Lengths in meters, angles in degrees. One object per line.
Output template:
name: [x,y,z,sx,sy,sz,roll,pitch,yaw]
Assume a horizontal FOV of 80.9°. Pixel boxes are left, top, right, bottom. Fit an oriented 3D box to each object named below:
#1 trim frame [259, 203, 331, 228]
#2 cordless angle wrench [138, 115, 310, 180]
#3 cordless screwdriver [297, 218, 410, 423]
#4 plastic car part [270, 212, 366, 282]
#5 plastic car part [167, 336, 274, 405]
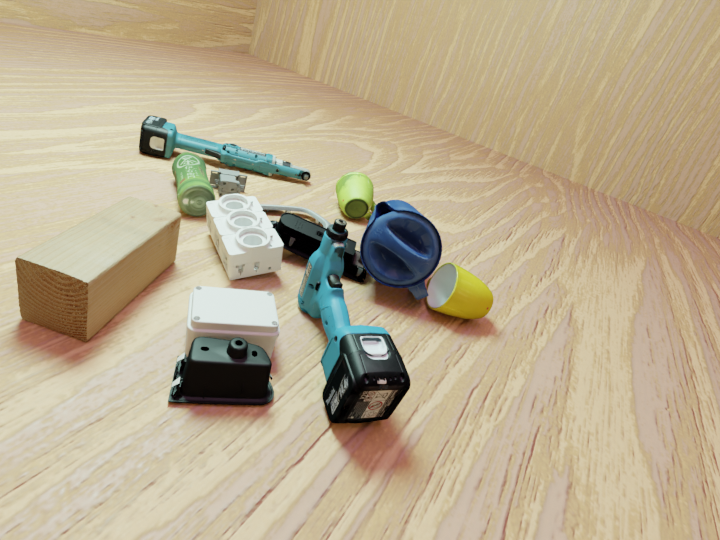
trim frame: [-0.167,-0.094,0.859,0.239,0.027,0.194,-4,37,-30]
cordless angle wrench: [-0.329,-0.293,1.072,0.412,0.073,0.102,11,30,-15]
cordless screwdriver: [-0.019,0.054,0.548,0.072,0.157,0.261,5,33,-26]
plastic car part: [-0.075,-0.049,0.767,0.202,0.066,0.067,21,48,-2]
plastic car part: [-0.151,0.107,0.478,0.114,0.070,0.068,6,32,-14]
